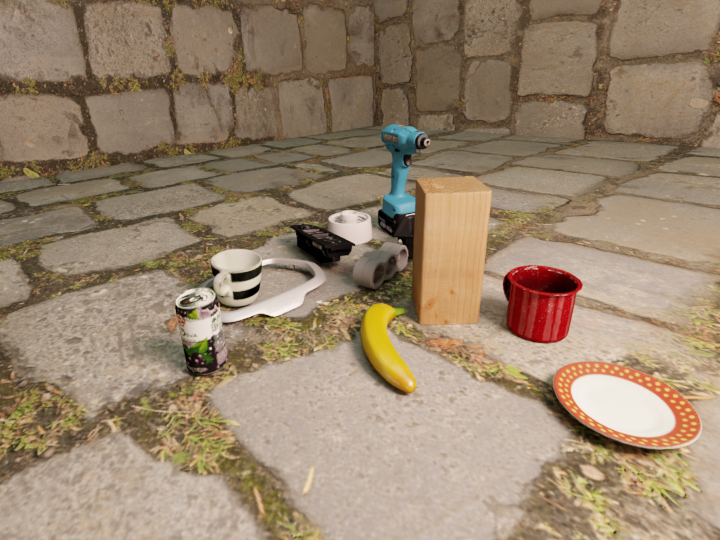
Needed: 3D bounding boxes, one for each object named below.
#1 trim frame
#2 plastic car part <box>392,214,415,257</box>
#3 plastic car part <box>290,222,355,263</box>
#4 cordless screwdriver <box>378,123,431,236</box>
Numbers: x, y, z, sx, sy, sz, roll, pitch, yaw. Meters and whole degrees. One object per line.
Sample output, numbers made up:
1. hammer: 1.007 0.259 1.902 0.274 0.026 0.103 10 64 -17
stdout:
1. trim frame: -0.180 0.029 0.755 0.240 0.027 0.195 -22 31 -35
2. plastic car part: 0.109 -0.064 0.871 0.068 0.069 0.116 5 25 15
3. plastic car part: -0.086 -0.056 0.883 0.064 0.065 0.214 -14 27 -26
4. cordless screwdriver: 0.102 -0.199 0.957 0.072 0.243 0.167 -11 24 -22
